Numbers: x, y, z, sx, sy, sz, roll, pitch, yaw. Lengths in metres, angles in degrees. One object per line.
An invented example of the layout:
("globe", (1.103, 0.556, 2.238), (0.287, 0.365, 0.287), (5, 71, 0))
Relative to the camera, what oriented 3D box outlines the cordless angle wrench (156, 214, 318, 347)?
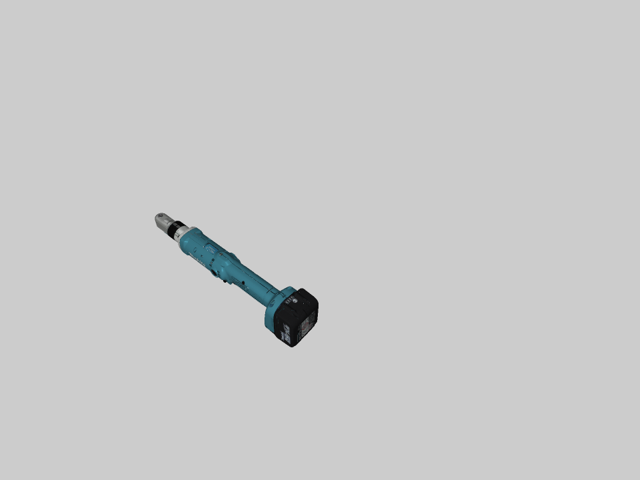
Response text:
("cordless angle wrench", (-0.191, 0.052, 0.845), (0.423, 0.098, 0.074), (32, 53, 23))
